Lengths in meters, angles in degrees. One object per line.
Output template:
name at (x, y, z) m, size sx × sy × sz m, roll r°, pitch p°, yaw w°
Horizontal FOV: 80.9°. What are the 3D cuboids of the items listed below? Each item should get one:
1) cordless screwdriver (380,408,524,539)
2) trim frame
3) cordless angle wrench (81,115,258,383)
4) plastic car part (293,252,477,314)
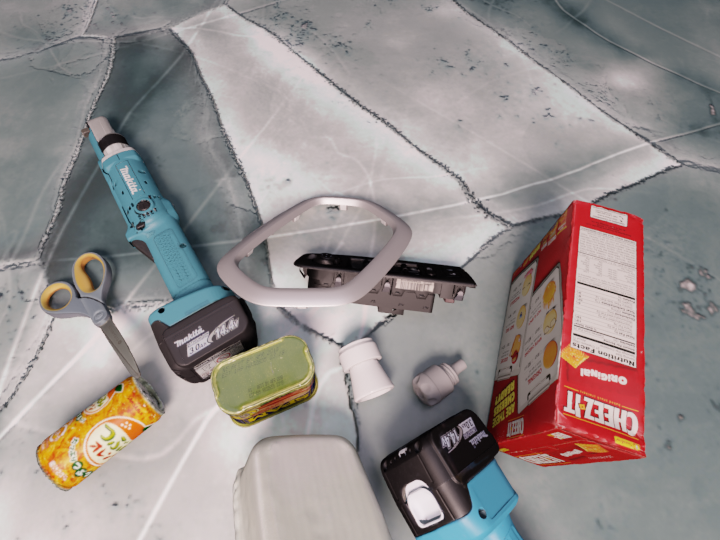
cordless screwdriver at (0.111, 0.251, 0.328) m, size 0.152 × 0.075 × 0.258 m, roll -9°, pitch 55°, yaw -49°
trim frame at (-0.048, -0.031, 0.486) m, size 0.192 × 0.027 × 0.246 m, roll 17°, pitch 40°, yaw 23°
cordless angle wrench at (-0.267, -0.065, 0.536) m, size 0.096 × 0.072 × 0.441 m, roll -30°, pitch 64°, yaw -17°
plastic car part at (0.022, 0.014, 0.497) m, size 0.204 × 0.066 × 0.067 m, roll 10°, pitch 23°, yaw 2°
